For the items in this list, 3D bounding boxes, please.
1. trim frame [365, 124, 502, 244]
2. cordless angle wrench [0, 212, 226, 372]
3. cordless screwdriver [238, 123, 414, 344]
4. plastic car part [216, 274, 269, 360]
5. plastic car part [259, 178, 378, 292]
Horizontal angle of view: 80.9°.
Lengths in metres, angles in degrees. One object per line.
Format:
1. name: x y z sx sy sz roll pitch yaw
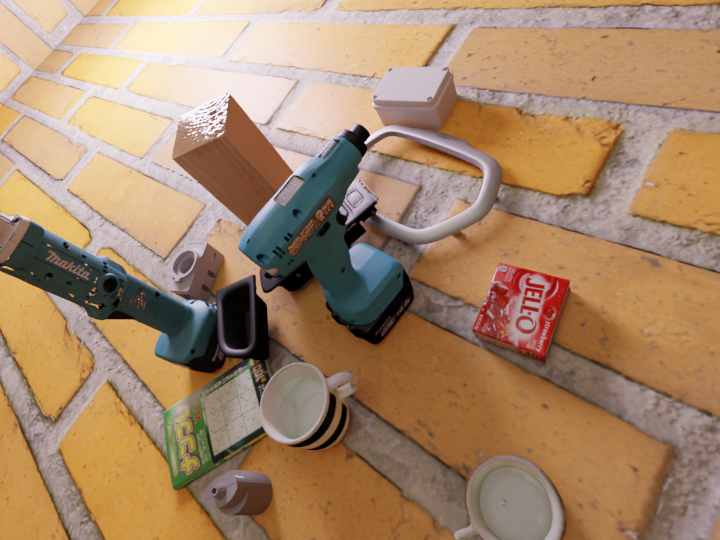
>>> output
1. trim frame: 0.074 -0.132 0.608 0.263 0.026 0.184 33 81 37
2. cordless angle wrench: -0.302 0.017 0.484 0.077 0.400 0.099 3 64 27
3. cordless screwdriver: -0.008 -0.026 0.457 0.079 0.235 0.159 32 80 36
4. plastic car part: -0.153 0.077 0.582 0.067 0.067 0.121 -25 54 13
5. plastic car part: -0.059 -0.038 0.601 0.203 0.063 0.070 -38 52 4
